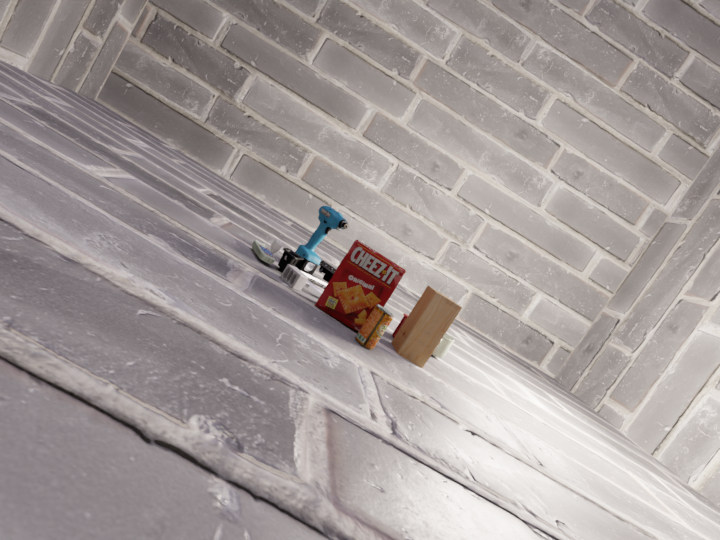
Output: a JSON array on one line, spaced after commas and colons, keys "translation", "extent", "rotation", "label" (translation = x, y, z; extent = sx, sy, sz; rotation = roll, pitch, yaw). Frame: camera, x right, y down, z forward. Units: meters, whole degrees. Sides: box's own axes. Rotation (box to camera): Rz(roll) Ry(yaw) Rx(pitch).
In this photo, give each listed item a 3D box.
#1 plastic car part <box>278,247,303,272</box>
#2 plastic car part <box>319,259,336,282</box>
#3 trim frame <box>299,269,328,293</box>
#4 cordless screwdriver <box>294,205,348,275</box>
[{"translation": [-0.228, -0.027, 1.316], "extent": [0.066, 0.071, 0.116], "rotation": [32, 6, 1], "label": "plastic car part"}, {"translation": [-0.072, 0.044, 1.531], "extent": [0.202, 0.067, 0.067], "rotation": [31, 6, -3], "label": "plastic car part"}, {"translation": [-0.118, 0.060, 1.361], "extent": [0.235, 0.027, 0.195], "rotation": [27, 8, -40], "label": "trim frame"}, {"translation": [-0.139, -0.091, 1.425], "extent": [0.070, 0.248, 0.168], "rotation": [28, 7, -39], "label": "cordless screwdriver"}]
